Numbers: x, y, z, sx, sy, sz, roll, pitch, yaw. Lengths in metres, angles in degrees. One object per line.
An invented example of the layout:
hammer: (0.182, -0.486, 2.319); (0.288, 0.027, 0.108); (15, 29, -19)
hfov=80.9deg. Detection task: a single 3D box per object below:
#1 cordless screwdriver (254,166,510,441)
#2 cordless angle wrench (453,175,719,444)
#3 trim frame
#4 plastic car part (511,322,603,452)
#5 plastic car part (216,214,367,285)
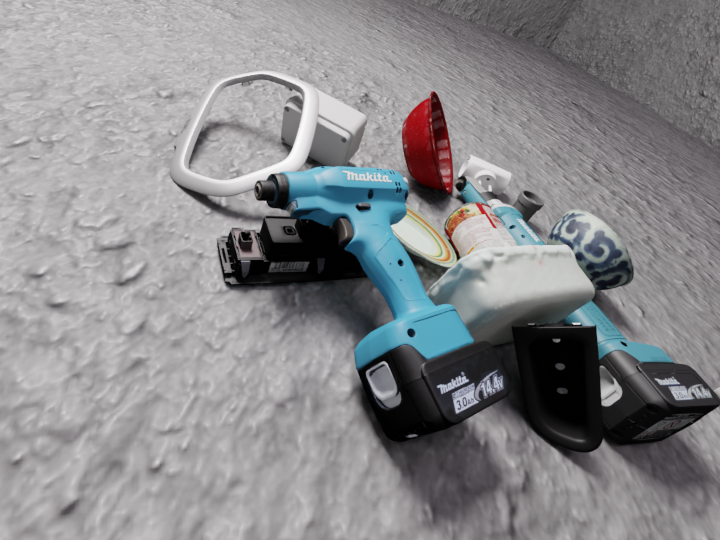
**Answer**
cordless screwdriver: (0.008, 0.012, 0.366); (0.152, 0.075, 0.257); (-4, 61, -34)
cordless angle wrench: (0.232, -0.001, 0.550); (0.094, 0.074, 0.443); (5, 40, -24)
trim frame: (-0.148, -0.184, 0.543); (0.186, 0.026, 0.254); (1, 57, 6)
plastic car part: (0.189, 0.098, 0.401); (0.068, 0.115, 0.069); (-6, 10, 28)
plastic car part: (-0.044, -0.029, 0.451); (0.194, 0.066, 0.070); (2, 37, -29)
